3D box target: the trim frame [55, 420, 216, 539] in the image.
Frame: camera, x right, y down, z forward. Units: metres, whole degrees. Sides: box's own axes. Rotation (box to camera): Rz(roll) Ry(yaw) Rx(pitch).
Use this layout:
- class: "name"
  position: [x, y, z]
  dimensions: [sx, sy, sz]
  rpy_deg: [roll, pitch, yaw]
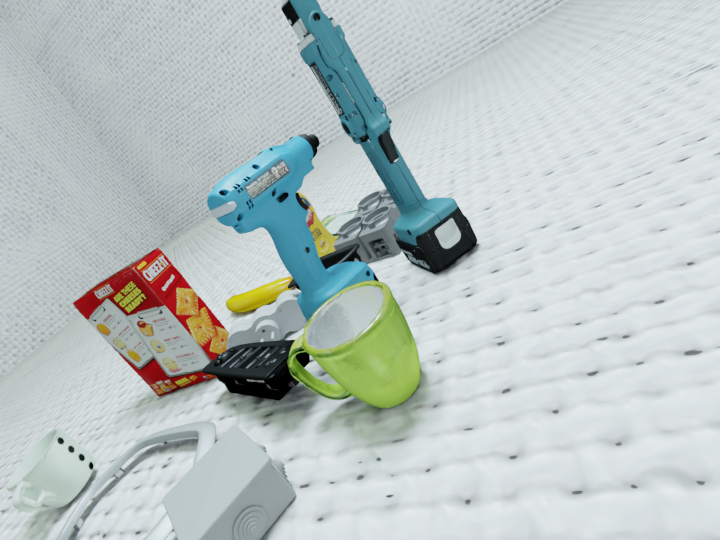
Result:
- class: "trim frame"
  position: [-0.254, 0.255, 0.477]
  dimensions: [0.256, 0.027, 0.185]
  rpy_deg: [-21, 25, 29]

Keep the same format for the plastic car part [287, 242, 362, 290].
- class: "plastic car part"
  position: [-0.036, 0.014, 0.619]
  dimensions: [0.120, 0.069, 0.066]
  rpy_deg: [-18, 24, 37]

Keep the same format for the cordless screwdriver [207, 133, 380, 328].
- class: "cordless screwdriver"
  position: [-0.049, -0.032, 0.498]
  dimensions: [0.077, 0.241, 0.157]
  rpy_deg: [-12, 28, 50]

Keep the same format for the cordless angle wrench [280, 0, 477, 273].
- class: "cordless angle wrench"
  position: [0.005, -0.187, 0.518]
  dimensions: [0.074, 0.411, 0.101]
  rpy_deg: [-36, 17, -8]

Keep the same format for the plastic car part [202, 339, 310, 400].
- class: "plastic car part"
  position: [-0.129, 0.124, 0.524]
  dimensions: [0.211, 0.065, 0.066]
  rpy_deg: [-9, 31, 47]
